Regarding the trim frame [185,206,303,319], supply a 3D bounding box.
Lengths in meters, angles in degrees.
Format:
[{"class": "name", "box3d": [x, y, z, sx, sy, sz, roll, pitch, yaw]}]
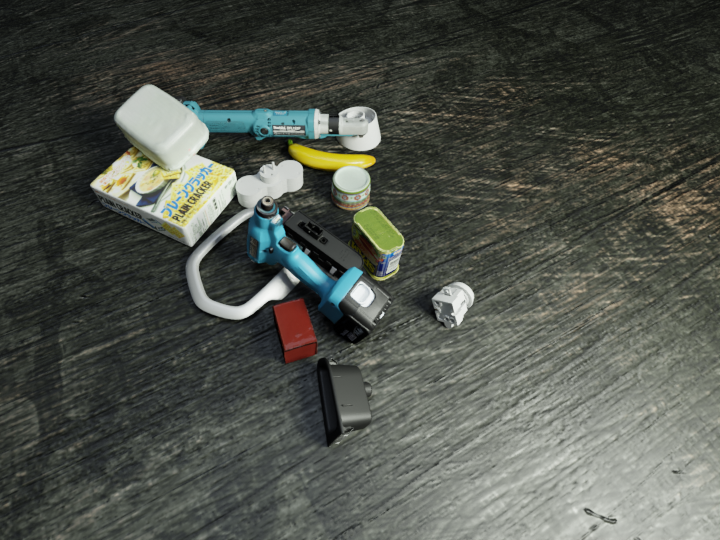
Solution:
[{"class": "trim frame", "box3d": [-0.190, -0.021, 0.741, 0.191, 0.027, 0.246, 30, 59, 19]}]

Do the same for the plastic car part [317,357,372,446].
[{"class": "plastic car part", "box3d": [-0.018, 0.177, 0.595, 0.069, 0.065, 0.121, 4, 51, -19]}]

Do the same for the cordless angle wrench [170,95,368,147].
[{"class": "cordless angle wrench", "box3d": [-0.197, -0.303, 0.874, 0.426, 0.095, 0.076, 2, 54, 4]}]

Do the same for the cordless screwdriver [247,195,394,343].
[{"class": "cordless screwdriver", "box3d": [-0.069, -0.005, 0.638, 0.253, 0.157, 0.074, 37, 61, 8]}]

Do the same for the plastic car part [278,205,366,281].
[{"class": "plastic car part", "box3d": [-0.071, -0.046, 0.722, 0.205, 0.067, 0.066, 38, 51, 4]}]
